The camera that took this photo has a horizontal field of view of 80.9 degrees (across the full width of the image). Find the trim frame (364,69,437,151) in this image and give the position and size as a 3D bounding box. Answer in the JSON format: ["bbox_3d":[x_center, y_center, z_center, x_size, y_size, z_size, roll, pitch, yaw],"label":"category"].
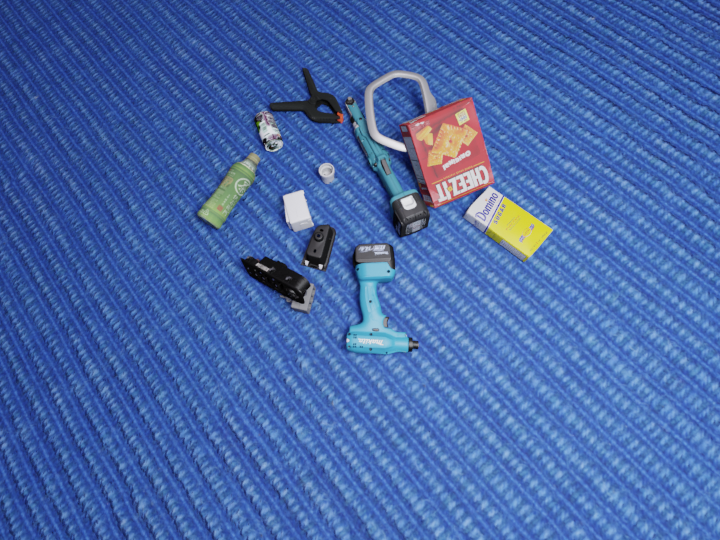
[{"bbox_3d":[0.105,-0.409,1.078,0.185,0.027,0.254,-6,69,3],"label":"trim frame"}]

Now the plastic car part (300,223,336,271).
[{"bbox_3d":[-0.101,-0.066,1.029,0.067,0.069,0.117,15,77,7],"label":"plastic car part"}]

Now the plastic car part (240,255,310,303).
[{"bbox_3d":[-0.190,0.016,0.986,0.214,0.064,0.066,28,52,36],"label":"plastic car part"}]

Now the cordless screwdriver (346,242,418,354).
[{"bbox_3d":[0.052,0.065,0.967,0.161,0.072,0.252,1,75,6],"label":"cordless screwdriver"}]

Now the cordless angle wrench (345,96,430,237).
[{"bbox_3d":[0.048,-0.285,1.084,0.074,0.095,0.438,-22,66,-4],"label":"cordless angle wrench"}]
